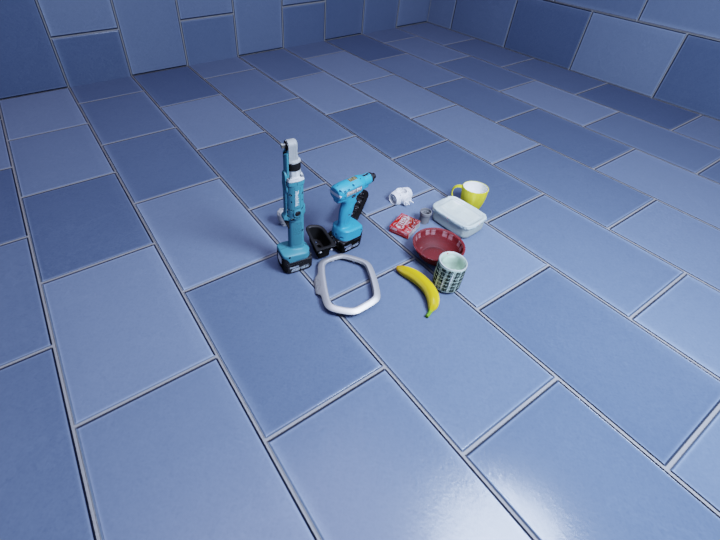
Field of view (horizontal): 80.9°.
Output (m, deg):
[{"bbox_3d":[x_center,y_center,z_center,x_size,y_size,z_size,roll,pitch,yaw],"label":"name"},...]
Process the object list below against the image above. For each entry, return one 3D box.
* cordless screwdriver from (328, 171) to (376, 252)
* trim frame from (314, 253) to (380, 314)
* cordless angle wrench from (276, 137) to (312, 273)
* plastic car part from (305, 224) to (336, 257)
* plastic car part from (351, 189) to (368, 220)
[{"bbox_3d":[-0.025,-0.183,1.304,0.155,0.242,0.078,-29,54,-31],"label":"cordless screwdriver"},{"bbox_3d":[-0.042,0.035,1.230,0.182,0.027,0.259,-6,44,-7],"label":"trim frame"},{"bbox_3d":[-0.184,-0.169,1.163,0.095,0.411,0.078,-16,48,-22],"label":"cordless angle wrench"},{"bbox_3d":[-0.129,-0.085,1.323,0.064,0.069,0.123,-16,46,-20],"label":"plastic car part"},{"bbox_3d":[-0.019,-0.223,1.474,0.068,0.065,0.205,12,44,9],"label":"plastic car part"}]
